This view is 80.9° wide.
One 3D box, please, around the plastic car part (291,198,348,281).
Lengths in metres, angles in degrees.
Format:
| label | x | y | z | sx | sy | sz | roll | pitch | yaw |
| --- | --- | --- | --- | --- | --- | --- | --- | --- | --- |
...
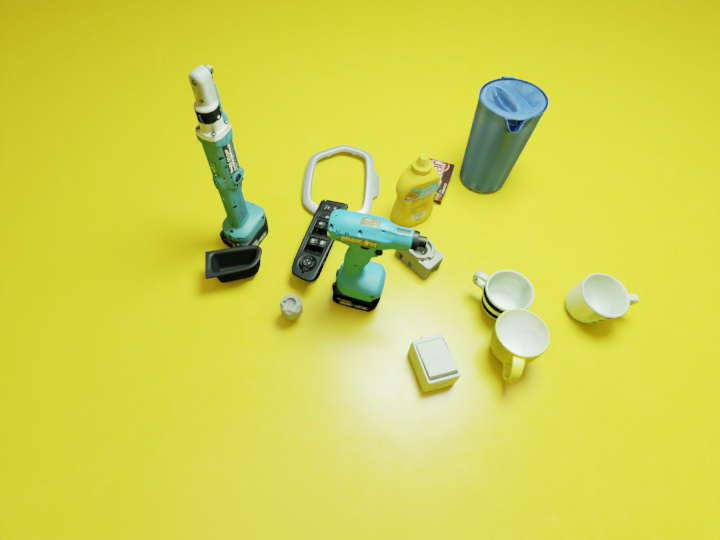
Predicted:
| label | x | y | z | sx | sy | sz | roll | pitch | yaw |
| --- | --- | --- | --- | --- | --- | --- | --- | --- | --- |
| plastic car part | -0.089 | -0.058 | 0.905 | 0.068 | 0.065 | 0.204 | 16 | 59 | 10 |

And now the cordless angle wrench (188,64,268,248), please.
| label | x | y | z | sx | sy | sz | roll | pitch | yaw |
| --- | --- | --- | --- | --- | --- | --- | --- | --- | --- |
| cordless angle wrench | -0.247 | -0.182 | 0.786 | 0.076 | 0.411 | 0.098 | 26 | 60 | 13 |

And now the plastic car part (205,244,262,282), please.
| label | x | y | z | sx | sy | sz | roll | pitch | yaw |
| --- | --- | --- | --- | --- | --- | --- | --- | --- | --- |
| plastic car part | -0.256 | -0.006 | 0.876 | 0.116 | 0.069 | 0.068 | -8 | 58 | -5 |

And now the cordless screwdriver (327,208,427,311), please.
| label | x | y | z | sx | sy | sz | roll | pitch | yaw |
| --- | --- | --- | --- | --- | --- | --- | --- | --- | --- |
| cordless screwdriver | 0.023 | -0.011 | 0.765 | 0.162 | 0.241 | 0.075 | 14 | 58 | 7 |

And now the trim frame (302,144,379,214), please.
| label | x | y | z | sx | sy | sz | roll | pitch | yaw |
| --- | --- | --- | --- | --- | --- | --- | --- | --- | --- |
| trim frame | -0.046 | -0.215 | 1.029 | 0.185 | 0.027 | 0.255 | 2 | 57 | 3 |
